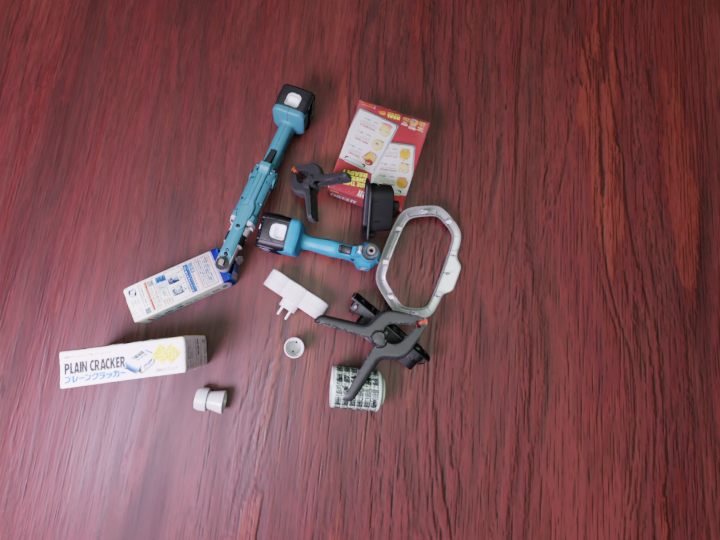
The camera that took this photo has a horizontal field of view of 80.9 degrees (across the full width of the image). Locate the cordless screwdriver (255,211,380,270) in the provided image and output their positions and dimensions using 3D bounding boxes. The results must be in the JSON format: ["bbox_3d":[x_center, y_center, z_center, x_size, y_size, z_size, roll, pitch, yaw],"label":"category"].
[{"bbox_3d":[-0.083,-0.054,0.845,0.250,0.158,0.074,14,84,1],"label":"cordless screwdriver"}]

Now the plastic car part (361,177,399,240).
[{"bbox_3d":[0.041,-0.124,0.852,0.070,0.068,0.114,4,110,-10],"label":"plastic car part"}]

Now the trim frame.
[{"bbox_3d":[0.129,-0.020,0.886,0.177,0.028,0.249,26,78,-20],"label":"trim frame"}]

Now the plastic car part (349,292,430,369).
[{"bbox_3d":[0.053,0.131,0.862,0.205,0.066,0.067,36,90,5],"label":"plastic car part"}]

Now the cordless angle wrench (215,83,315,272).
[{"bbox_3d":[-0.201,-0.190,0.874,0.074,0.097,0.426,20,73,-2],"label":"cordless angle wrench"}]
